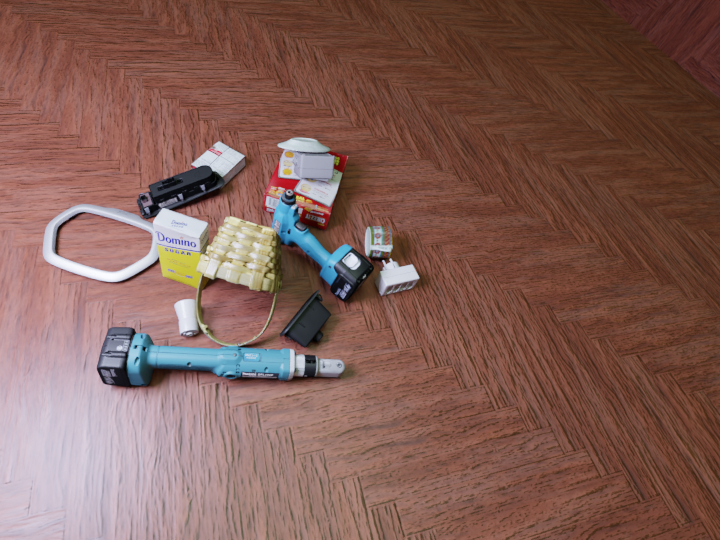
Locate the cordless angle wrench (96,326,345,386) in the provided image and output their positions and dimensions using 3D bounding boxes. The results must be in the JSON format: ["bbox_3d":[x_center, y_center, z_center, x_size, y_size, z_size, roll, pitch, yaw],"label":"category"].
[{"bbox_3d":[-0.233,0.165,0.760,0.415,0.096,0.077,5,52,-11],"label":"cordless angle wrench"}]

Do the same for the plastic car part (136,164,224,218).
[{"bbox_3d":[-0.420,-0.195,0.981,0.199,0.065,0.069,-23,57,-17],"label":"plastic car part"}]

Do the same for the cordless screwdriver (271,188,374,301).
[{"bbox_3d":[-0.088,-0.058,0.902,0.256,0.157,0.073,39,56,13],"label":"cordless screwdriver"}]

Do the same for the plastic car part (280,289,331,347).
[{"bbox_3d":[-0.103,0.108,0.846,0.071,0.066,0.116,37,58,-4],"label":"plastic car part"}]

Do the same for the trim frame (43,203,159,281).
[{"bbox_3d":[-0.548,-0.064,0.903,0.250,0.027,0.187,15,54,2],"label":"trim frame"}]
